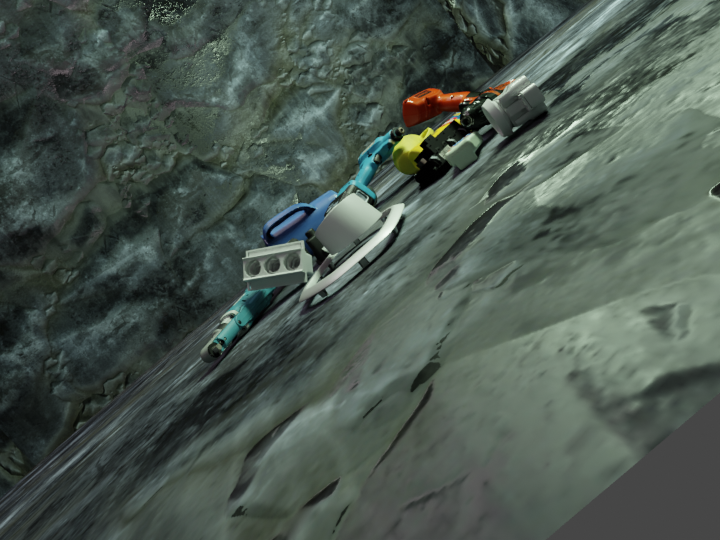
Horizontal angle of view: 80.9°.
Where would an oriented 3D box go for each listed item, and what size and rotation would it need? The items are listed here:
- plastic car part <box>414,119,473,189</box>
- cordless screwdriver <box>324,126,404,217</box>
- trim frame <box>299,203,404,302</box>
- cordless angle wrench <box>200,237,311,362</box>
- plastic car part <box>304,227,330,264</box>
[{"bbox_3d":[0.149,-0.223,0.772,0.200,0.068,0.066,-43,-12,-39],"label":"plastic car part"},{"bbox_3d":[0.017,-0.212,0.959,0.162,0.072,0.250,-31,30,55],"label":"cordless screwdriver"},{"bbox_3d":[-0.010,-0.028,0.619,0.187,0.027,0.249,-35,13,22],"label":"trim frame"},{"bbox_3d":[-0.213,0.054,0.881,0.099,0.073,0.423,-36,13,25],"label":"cordless angle wrench"},{"bbox_3d":[-0.086,-0.056,0.881,0.066,0.070,0.117,-42,6,-1],"label":"plastic car part"}]
